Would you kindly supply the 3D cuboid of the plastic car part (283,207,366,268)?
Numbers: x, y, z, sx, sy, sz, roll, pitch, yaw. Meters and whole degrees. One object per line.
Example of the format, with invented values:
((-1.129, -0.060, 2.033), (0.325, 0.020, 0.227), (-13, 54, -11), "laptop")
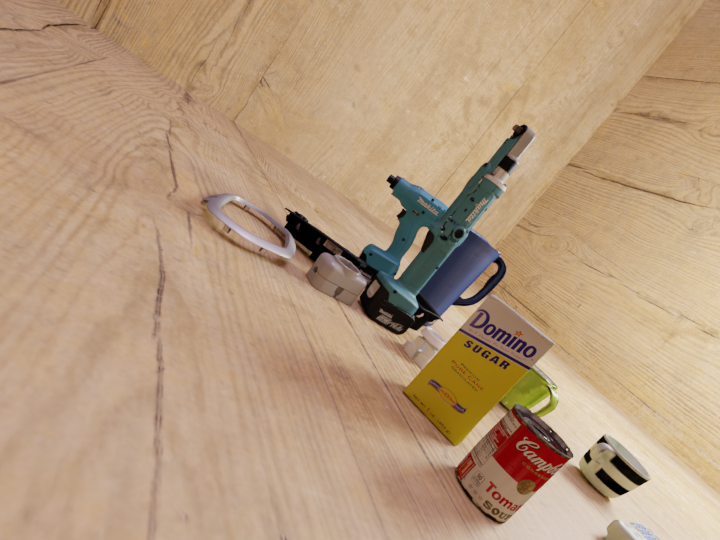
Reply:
((-0.084, -0.055, 0.862), (0.210, 0.067, 0.064), (40, 12, 19), "plastic car part")

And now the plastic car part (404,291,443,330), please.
((0.100, 0.078, 0.863), (0.063, 0.071, 0.122), (30, 13, -32), "plastic car part")

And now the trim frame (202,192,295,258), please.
((-0.194, -0.085, 0.756), (0.180, 0.027, 0.254), (34, 12, -14), "trim frame")

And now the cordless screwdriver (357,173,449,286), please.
((0.065, -0.081, 0.945), (0.159, 0.249, 0.074), (37, 11, 0), "cordless screwdriver")

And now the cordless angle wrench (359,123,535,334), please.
((0.161, -0.074, 0.757), (0.094, 0.423, 0.077), (33, 12, -22), "cordless angle wrench")
